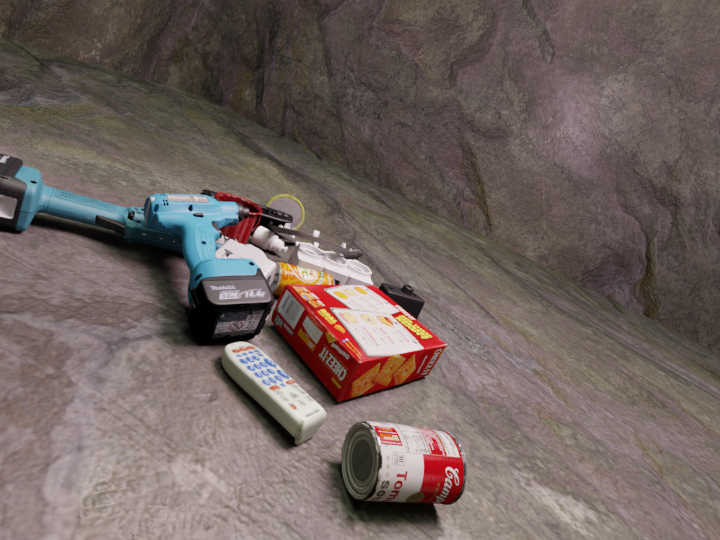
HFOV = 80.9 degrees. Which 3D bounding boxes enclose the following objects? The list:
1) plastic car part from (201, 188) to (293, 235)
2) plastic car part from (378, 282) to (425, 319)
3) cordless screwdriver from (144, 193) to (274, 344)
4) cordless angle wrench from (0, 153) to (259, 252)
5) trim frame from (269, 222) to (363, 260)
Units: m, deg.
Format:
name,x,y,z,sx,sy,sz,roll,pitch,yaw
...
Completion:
name,x,y,z,sx,sy,sz,roll,pitch,yaw
plastic car part,-0.241,-0.116,0.902,0.196,0.066,0.069,9,15,-21
plastic car part,0.072,0.059,0.812,0.112,0.070,0.069,14,22,-22
cordless screwdriver,-0.192,-0.022,0.591,0.152,0.074,0.262,-5,44,-39
cordless angle wrench,-0.342,-0.069,0.656,0.402,0.074,0.103,16,20,-32
trim frame,-0.086,-0.056,0.882,0.190,0.027,0.240,18,-6,16
